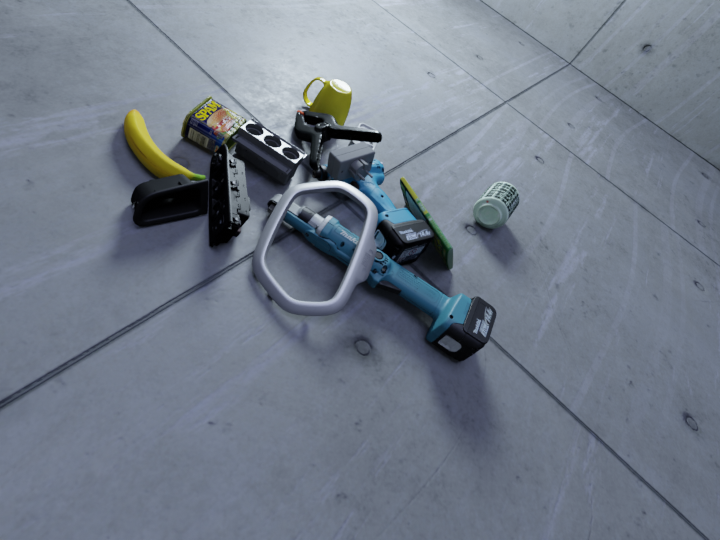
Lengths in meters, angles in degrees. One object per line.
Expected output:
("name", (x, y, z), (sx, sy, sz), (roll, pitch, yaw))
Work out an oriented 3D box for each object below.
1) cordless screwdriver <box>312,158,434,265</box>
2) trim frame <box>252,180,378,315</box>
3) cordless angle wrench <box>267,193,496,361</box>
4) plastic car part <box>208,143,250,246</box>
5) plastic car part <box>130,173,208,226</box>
("cordless screwdriver", (0.017, -0.123, 0.812), (0.153, 0.074, 0.260), (-9, 54, -30))
("trim frame", (-0.067, -0.044, 0.681), (0.186, 0.027, 0.251), (18, 64, 5))
("cordless angle wrench", (0.021, -0.009, 0.721), (0.429, 0.074, 0.097), (34, 50, 6))
("plastic car part", (-0.218, -0.132, 0.708), (0.064, 0.067, 0.211), (9, 49, -36))
("plastic car part", (-0.305, -0.118, 0.660), (0.113, 0.065, 0.075), (-19, 50, -34))
